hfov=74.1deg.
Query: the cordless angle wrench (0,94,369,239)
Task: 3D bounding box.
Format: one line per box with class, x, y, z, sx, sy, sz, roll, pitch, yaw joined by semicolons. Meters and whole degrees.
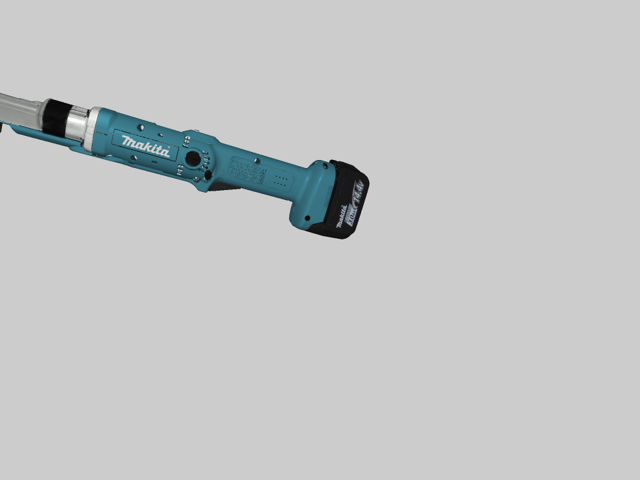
cordless angle wrench;-0.149;-0.095;0.501;0.423;0.098;0.074;14;10;-20
